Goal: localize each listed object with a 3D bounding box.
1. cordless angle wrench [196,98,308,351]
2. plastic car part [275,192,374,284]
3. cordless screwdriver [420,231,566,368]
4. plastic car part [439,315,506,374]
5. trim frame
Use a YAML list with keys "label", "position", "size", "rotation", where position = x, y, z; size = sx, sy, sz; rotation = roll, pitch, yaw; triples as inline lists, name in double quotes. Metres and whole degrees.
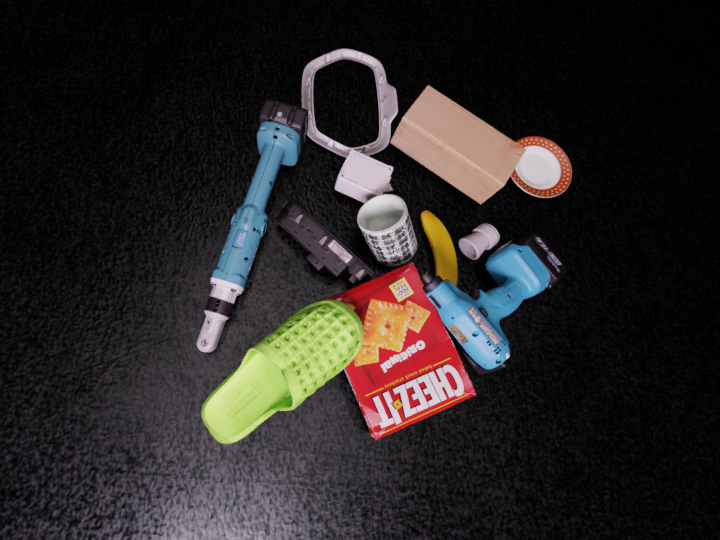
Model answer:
- label: "cordless angle wrench"
  position: [-0.181, -0.076, 0.689]
  size: [0.074, 0.097, 0.426]
  rotation: [16, 75, -1]
- label: "plastic car part"
  position: [-0.069, -0.045, 0.703]
  size: [0.067, 0.065, 0.207]
  rotation: [-43, 80, 0]
- label: "cordless screwdriver"
  position: [0.208, 0.018, 0.666]
  size: [0.244, 0.075, 0.161]
  rotation: [-37, 83, -34]
- label: "plastic car part"
  position: [0.185, 0.099, 0.688]
  size: [0.069, 0.066, 0.119]
  rotation: [-35, 80, -33]
- label: "trim frame"
  position: [-0.021, -0.329, 0.816]
  size: [0.182, 0.027, 0.253]
  rotation: [0, 71, -7]
